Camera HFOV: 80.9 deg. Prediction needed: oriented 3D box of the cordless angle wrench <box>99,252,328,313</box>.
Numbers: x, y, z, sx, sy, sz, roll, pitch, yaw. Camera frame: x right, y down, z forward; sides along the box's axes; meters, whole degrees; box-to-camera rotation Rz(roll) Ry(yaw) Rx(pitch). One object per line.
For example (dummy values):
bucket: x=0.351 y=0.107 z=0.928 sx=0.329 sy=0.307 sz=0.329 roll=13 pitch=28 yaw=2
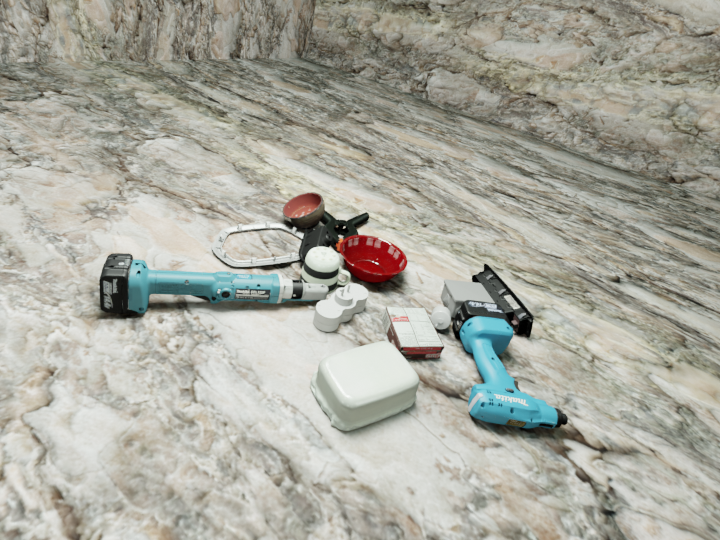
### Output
cordless angle wrench: x=-0.263 y=0.032 z=0.815 sx=0.411 sy=0.096 sz=0.078 roll=3 pitch=32 yaw=-18

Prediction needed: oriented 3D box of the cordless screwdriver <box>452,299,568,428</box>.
cordless screwdriver: x=0.265 y=0.171 z=0.783 sx=0.158 sy=0.073 sz=0.255 roll=9 pitch=38 yaw=-5

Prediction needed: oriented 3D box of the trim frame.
trim frame: x=-0.231 y=-0.066 z=1.018 sx=0.239 sy=0.027 sz=0.194 roll=-7 pitch=39 yaw=-28

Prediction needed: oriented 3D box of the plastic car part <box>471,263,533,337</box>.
plastic car part: x=0.312 y=0.066 z=0.964 sx=0.067 sy=0.063 sz=0.211 roll=-17 pitch=39 yaw=1

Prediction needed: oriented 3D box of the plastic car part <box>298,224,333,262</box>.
plastic car part: x=-0.098 y=-0.064 z=0.997 sx=0.064 sy=0.072 sz=0.119 roll=44 pitch=26 yaw=-22
